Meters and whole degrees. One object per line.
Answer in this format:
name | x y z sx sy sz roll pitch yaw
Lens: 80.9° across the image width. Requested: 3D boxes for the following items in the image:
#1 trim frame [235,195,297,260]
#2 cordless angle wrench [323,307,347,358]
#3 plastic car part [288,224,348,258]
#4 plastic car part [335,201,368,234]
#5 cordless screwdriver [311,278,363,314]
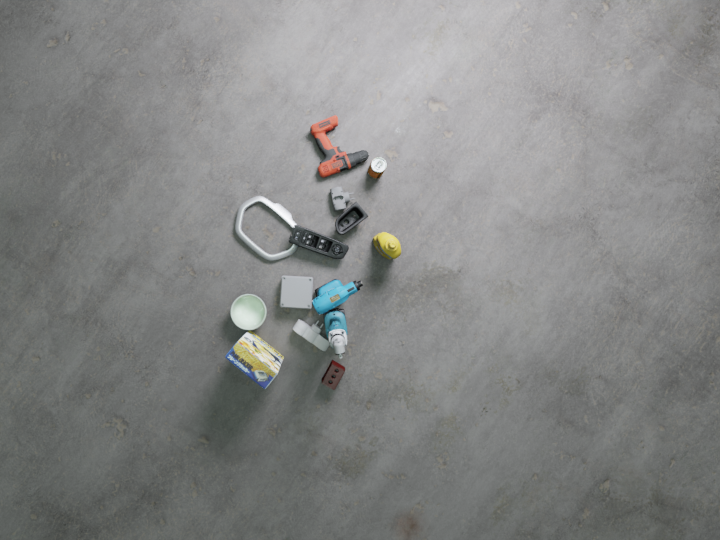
trim frame | -0.323 -0.147 1.479 0.249 0.027 0.184 40 89 2
cordless angle wrench | -0.071 0.187 1.269 0.074 0.424 0.098 -9 93 -4
plastic car part | -0.142 -0.093 1.455 0.203 0.067 0.066 20 90 1
plastic car part | -0.041 -0.173 1.454 0.116 0.071 0.066 -39 92 -1
cordless screwdriver | -0.074 0.071 1.359 0.159 0.249 0.074 -28 94 -2
